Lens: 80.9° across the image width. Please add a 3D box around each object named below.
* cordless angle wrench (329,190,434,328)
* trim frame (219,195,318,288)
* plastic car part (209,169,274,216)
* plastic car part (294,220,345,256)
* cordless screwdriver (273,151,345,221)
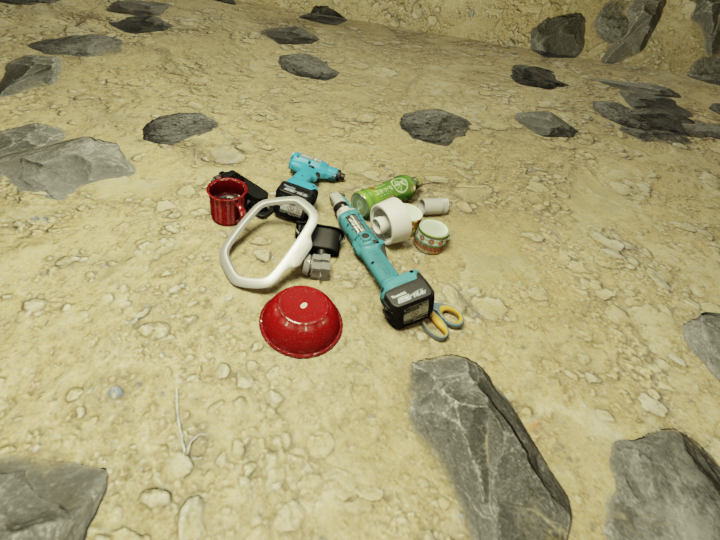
[{"bbox_3d":[0.015,-0.058,0.947,0.097,0.071,0.445,-21,46,-12],"label":"cordless angle wrench"},{"bbox_3d":[-0.194,-0.066,0.905,0.192,0.026,0.248,20,62,24],"label":"trim frame"},{"bbox_3d":[-0.295,-0.205,1.068,0.212,0.066,0.064,36,42,23],"label":"plastic car part"},{"bbox_3d":[-0.093,-0.061,0.950,0.116,0.065,0.072,10,58,-4],"label":"plastic car part"},{"bbox_3d":[-0.129,-0.220,1.099,0.158,0.073,0.254,16,39,-4],"label":"cordless screwdriver"}]
